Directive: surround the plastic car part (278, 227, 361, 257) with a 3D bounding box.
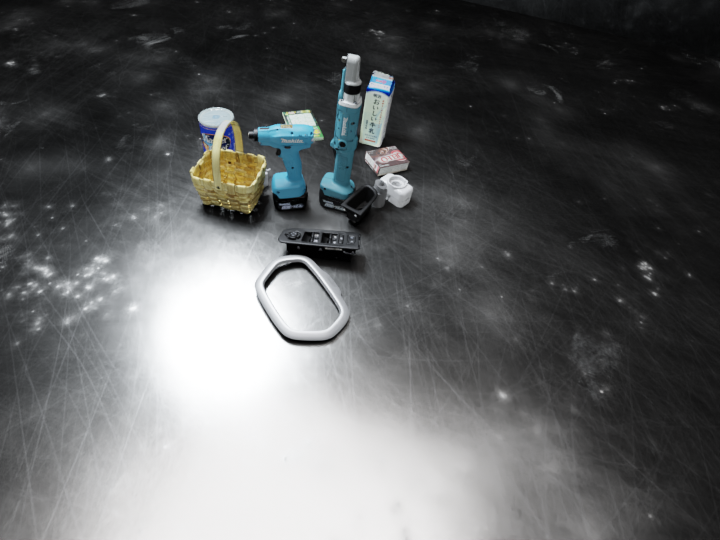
[{"bbox_3d":[-0.104,-0.068,1.060,0.204,0.065,0.068,8,49,1],"label":"plastic car part"}]

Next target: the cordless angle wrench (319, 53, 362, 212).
[{"bbox_3d":[-0.040,-0.329,1.063,0.099,0.413,0.075,19,49,6],"label":"cordless angle wrench"}]

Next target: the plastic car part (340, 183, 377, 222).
[{"bbox_3d":[0.001,-0.176,1.160,0.068,0.069,0.115,30,53,18],"label":"plastic car part"}]

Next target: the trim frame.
[{"bbox_3d":[-0.134,0.058,0.973,0.180,0.027,0.261,-26,56,-24],"label":"trim frame"}]

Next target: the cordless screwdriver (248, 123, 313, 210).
[{"bbox_3d":[-0.208,-0.271,1.111,0.157,0.243,0.077,-1,50,-9],"label":"cordless screwdriver"}]
